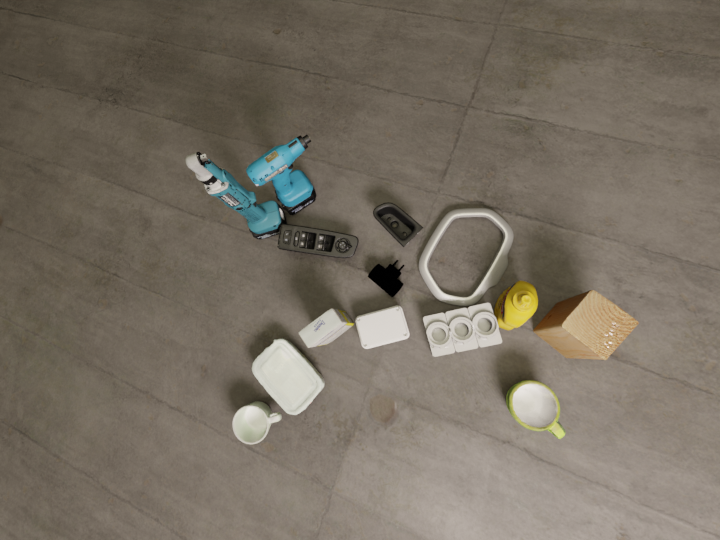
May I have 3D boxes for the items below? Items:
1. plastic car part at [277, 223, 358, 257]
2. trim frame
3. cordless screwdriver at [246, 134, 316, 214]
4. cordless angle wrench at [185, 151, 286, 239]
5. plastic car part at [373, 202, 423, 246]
[{"bbox_3d":[-0.105,-0.069,1.073,0.208,0.065,0.067,8,80,15],"label":"plastic car part"},{"bbox_3d":[0.250,-0.036,1.001,0.190,0.026,0.248,29,85,18],"label":"trim frame"},{"bbox_3d":[-0.165,-0.233,1.034,0.159,0.241,0.076,-34,76,2],"label":"cordless screwdriver"},{"bbox_3d":[-0.276,-0.164,0.955,0.099,0.410,0.076,-16,78,6],"label":"cordless angle wrench"},{"bbox_3d":[0.088,-0.113,1.036,0.066,0.068,0.120,-45,73,-1],"label":"plastic car part"}]
